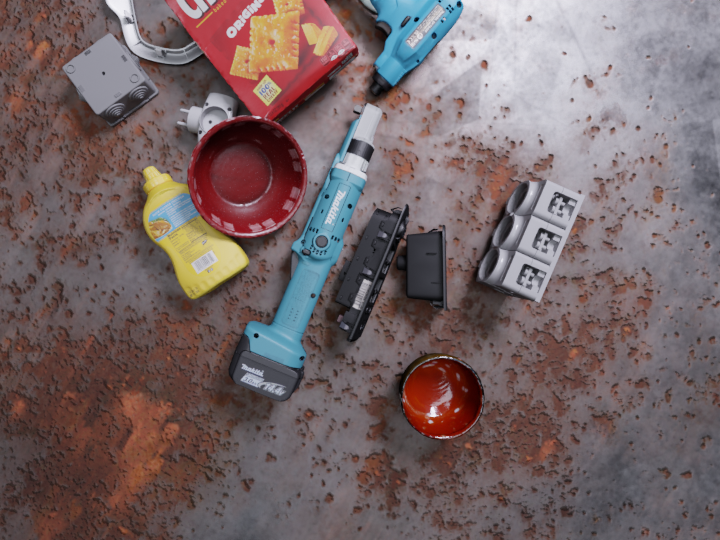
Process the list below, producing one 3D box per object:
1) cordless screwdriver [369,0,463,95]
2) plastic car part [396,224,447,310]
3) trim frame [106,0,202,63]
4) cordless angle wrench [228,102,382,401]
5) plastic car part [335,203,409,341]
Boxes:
[{"bbox_3d":[-0.001,-0.381,0.592,0.248,0.074,0.160,43,108,-1],"label":"cordless screwdriver"},{"bbox_3d":[0.088,-0.004,0.599,0.072,0.064,0.117,-4,86,11],"label":"plastic car part"},{"bbox_3d":[-0.280,-0.425,0.618,0.184,0.027,0.248,-7,91,0],"label":"trim frame"},{"bbox_3d":[-0.058,-0.038,0.591,0.098,0.074,0.423,22,86,-3],"label":"cordless angle wrench"},{"bbox_3d":[0.013,-0.004,0.598,0.070,0.063,0.203,27,90,23],"label":"plastic car part"}]
